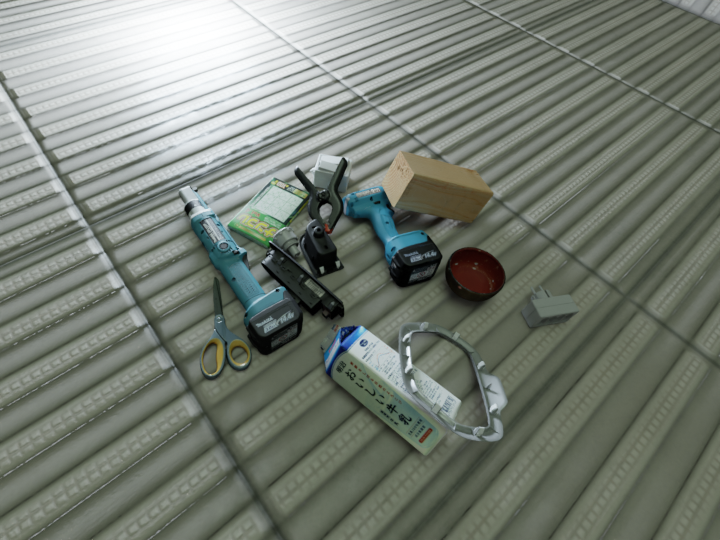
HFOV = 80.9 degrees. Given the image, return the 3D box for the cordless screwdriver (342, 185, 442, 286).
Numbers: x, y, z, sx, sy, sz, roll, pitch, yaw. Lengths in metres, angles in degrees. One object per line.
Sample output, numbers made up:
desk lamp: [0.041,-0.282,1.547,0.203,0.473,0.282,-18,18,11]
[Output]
cordless screwdriver: [0.083,-0.092,0.903,0.155,0.072,0.261,-19,55,-21]

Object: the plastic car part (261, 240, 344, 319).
plastic car part: [-0.120,0.025,0.807,0.067,0.064,0.211,-42,67,-11]

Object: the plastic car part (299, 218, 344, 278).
plastic car part: [-0.084,-0.055,0.861,0.064,0.069,0.121,-19,62,-21]

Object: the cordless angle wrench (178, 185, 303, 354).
cordless angle wrench: [-0.263,-0.031,0.830,0.096,0.072,0.443,-28,59,-24]

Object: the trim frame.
trim frame: [0.147,0.165,0.689,0.182,0.027,0.252,23,26,-7]
